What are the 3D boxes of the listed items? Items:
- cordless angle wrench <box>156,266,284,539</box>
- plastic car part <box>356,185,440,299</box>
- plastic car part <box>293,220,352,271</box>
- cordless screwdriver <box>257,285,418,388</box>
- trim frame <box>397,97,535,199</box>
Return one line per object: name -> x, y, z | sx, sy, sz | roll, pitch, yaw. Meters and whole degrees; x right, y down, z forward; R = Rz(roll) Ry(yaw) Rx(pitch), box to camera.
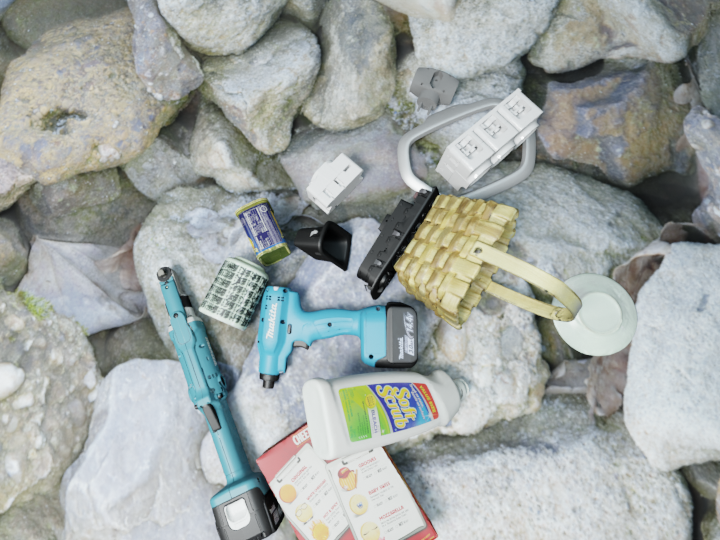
cordless angle wrench -> -0.236, 0.183, 0.651 | 0.074, 0.095, 0.435 | -26, 73, -4
plastic car part -> 0.056, -0.049, 0.686 | 0.069, 0.064, 0.203 | 27, 86, 16
plastic car part -> -0.067, -0.044, 0.681 | 0.074, 0.111, 0.066 | 2, 78, 25
cordless screwdriver -> -0.039, 0.114, 0.657 | 0.253, 0.073, 0.160 | 5, 82, 8
trim frame -> 0.186, -0.209, 0.738 | 0.248, 0.027, 0.188 | -25, 78, 0
